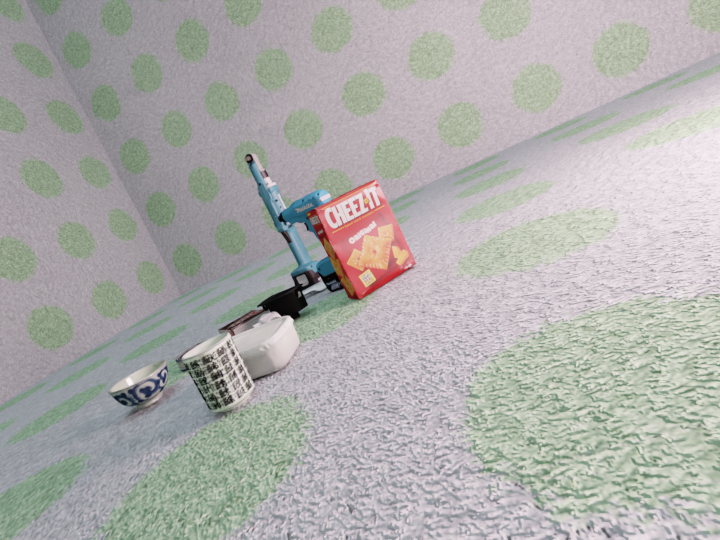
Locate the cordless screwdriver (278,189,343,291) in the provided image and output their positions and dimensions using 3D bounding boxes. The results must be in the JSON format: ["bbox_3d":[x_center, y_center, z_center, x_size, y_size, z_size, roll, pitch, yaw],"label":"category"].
[{"bbox_3d":[-0.106,-0.069,1.079,0.164,0.246,0.073,-21,8,34],"label":"cordless screwdriver"}]

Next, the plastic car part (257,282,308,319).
[{"bbox_3d":[-0.173,0.082,0.995,0.120,0.070,0.065,-19,11,33],"label":"plastic car part"}]

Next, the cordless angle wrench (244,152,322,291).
[{"bbox_3d":[-0.219,-0.138,1.200,0.076,0.418,0.096,-23,7,25],"label":"cordless angle wrench"}]

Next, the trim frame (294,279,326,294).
[{"bbox_3d":[-0.111,0.026,1.221,0.246,0.027,0.188,-28,11,-10],"label":"trim frame"}]
